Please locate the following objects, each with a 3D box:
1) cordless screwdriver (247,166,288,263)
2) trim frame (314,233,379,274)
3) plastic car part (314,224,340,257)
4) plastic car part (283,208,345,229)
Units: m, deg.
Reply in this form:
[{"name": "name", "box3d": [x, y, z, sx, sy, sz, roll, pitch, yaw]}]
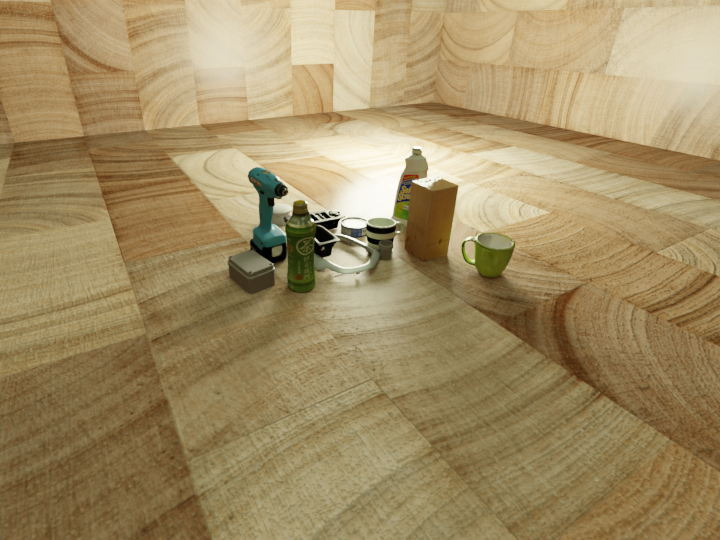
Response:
[{"name": "cordless screwdriver", "box3d": [-0.231, -0.132, 1.093, 0.072, 0.242, 0.169, -17, 34, -33]}, {"name": "trim frame", "box3d": [-0.062, -0.048, 1.165, 0.178, 0.027, 0.263, -24, 38, -36]}, {"name": "plastic car part", "box3d": [-0.114, -0.075, 1.169, 0.064, 0.069, 0.123, -15, 33, -28]}, {"name": "plastic car part", "box3d": [-0.134, -0.144, 1.292, 0.196, 0.065, 0.070, -20, 36, -32]}]
